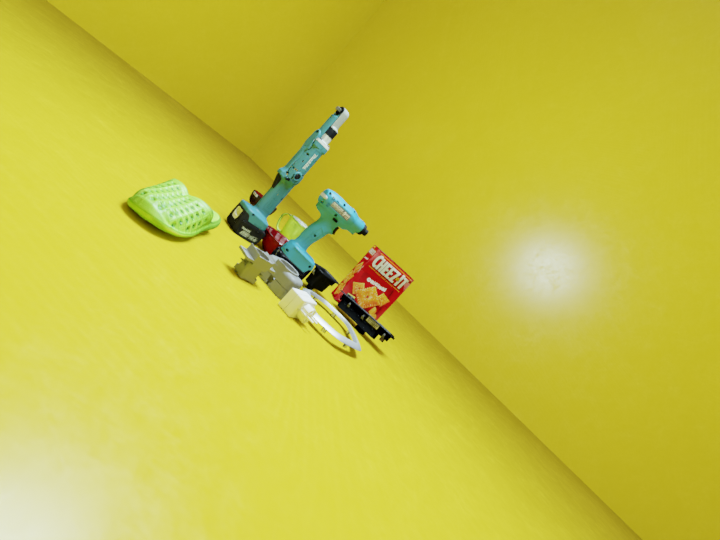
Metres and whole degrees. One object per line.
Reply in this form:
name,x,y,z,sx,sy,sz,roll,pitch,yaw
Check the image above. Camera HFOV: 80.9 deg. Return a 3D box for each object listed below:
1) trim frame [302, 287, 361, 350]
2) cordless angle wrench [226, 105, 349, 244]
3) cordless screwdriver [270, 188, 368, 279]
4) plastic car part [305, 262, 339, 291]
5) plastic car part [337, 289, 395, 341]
trim frame,-0.077,0.114,1.013,0.179,0.027,0.255,41,5,-17
cordless angle wrench,-0.178,-0.255,1.104,0.092,0.423,0.078,37,8,-46
cordless screwdriver,-0.106,-0.069,1.080,0.153,0.249,0.077,40,6,-24
plastic car part,-0.119,0.027,1.184,0.069,0.071,0.111,45,6,22
plastic car part,0.005,0.138,1.217,0.212,0.067,0.063,44,6,26
